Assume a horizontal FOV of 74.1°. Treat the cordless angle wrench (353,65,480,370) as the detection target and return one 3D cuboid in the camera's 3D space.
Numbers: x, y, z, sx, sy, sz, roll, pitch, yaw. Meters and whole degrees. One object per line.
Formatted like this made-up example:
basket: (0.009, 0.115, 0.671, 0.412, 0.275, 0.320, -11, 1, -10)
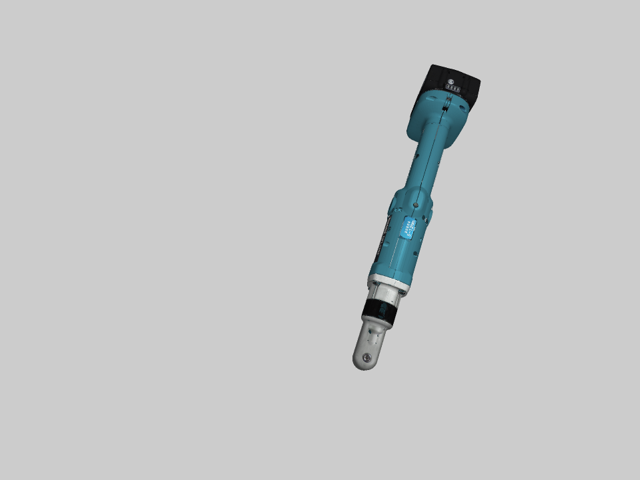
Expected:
cordless angle wrench: (0.118, -0.037, 0.558, 0.074, 0.421, 0.098, 19, -18, 3)
